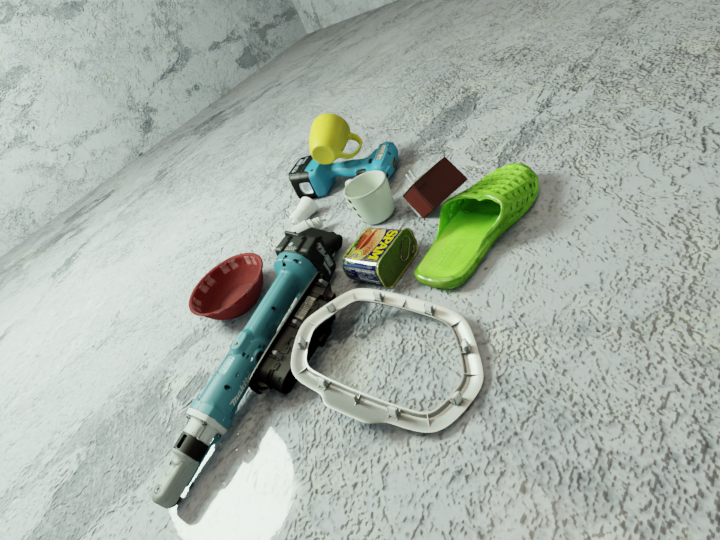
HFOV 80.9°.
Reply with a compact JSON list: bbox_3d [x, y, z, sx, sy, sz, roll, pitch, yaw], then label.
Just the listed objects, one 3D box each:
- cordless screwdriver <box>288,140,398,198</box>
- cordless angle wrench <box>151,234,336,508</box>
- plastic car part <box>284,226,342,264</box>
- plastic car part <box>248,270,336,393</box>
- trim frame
[{"bbox_3d":[-0.044,-0.214,0.958,0.258,0.071,0.161,-5,42,26],"label":"cordless screwdriver"},{"bbox_3d":[-0.164,0.123,0.624,0.078,0.093,0.424,2,50,33],"label":"cordless angle wrench"},{"bbox_3d":[-0.078,-0.051,0.801,0.123,0.064,0.069,12,38,40],"label":"plastic car part"},{"bbox_3d":[-0.087,0.100,0.623,0.070,0.064,0.202,23,56,20],"label":"plastic car part"},{"bbox_3d":[0.024,0.101,0.531,0.261,0.026,0.184,13,55,30],"label":"trim frame"}]
